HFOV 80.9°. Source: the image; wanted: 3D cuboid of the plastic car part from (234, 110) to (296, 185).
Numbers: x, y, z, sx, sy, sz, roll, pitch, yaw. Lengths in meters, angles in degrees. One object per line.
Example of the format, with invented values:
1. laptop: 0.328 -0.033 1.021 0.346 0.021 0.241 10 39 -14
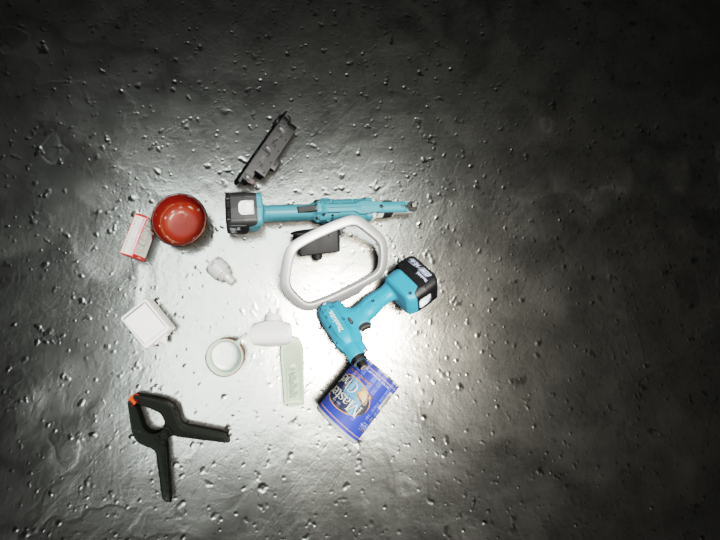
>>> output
1. plastic car part: -0.203 -0.268 0.942 0.065 0.068 0.203 29 79 -14

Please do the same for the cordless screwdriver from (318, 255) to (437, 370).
1. cordless screwdriver: 0.050 0.086 0.873 0.247 0.071 0.168 -30 52 -9

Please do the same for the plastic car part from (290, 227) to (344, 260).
1. plastic car part: -0.090 -0.059 0.925 0.115 0.067 0.070 -11 98 -6

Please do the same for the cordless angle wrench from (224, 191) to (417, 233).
1. cordless angle wrench: -0.079 -0.131 0.925 0.415 0.099 0.075 -3 84 -11

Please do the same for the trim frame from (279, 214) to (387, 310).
1. trim frame: -0.055 -0.012 0.896 0.246 0.029 0.178 -26 111 -11
